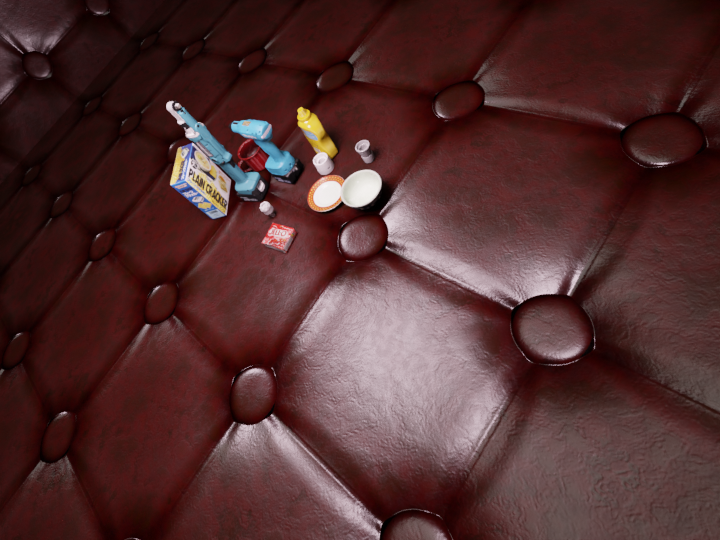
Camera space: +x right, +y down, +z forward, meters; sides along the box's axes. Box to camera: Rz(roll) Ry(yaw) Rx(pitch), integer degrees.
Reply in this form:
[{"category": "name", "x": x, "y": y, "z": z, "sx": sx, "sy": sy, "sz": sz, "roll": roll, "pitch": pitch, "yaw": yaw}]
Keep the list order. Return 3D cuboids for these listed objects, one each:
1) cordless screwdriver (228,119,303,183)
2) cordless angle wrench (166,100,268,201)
[{"category": "cordless screwdriver", "x": -0.294, "y": -0.376, "z": 1.317, "sx": 0.168, "sy": 0.235, "sz": 0.074, "roll": 20, "pitch": 74, "yaw": 32}, {"category": "cordless angle wrench", "x": -0.426, "y": -0.350, "z": 1.267, "sx": 0.102, "sy": 0.400, "sz": 0.075, "roll": 8, "pitch": 68, "yaw": 28}]
